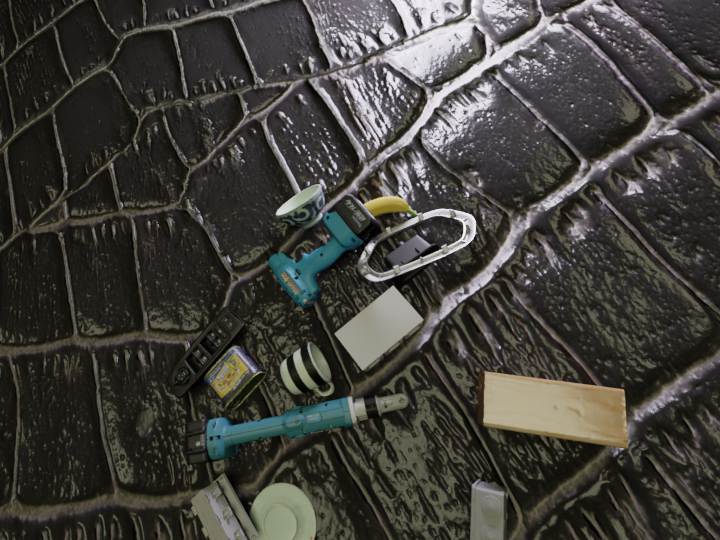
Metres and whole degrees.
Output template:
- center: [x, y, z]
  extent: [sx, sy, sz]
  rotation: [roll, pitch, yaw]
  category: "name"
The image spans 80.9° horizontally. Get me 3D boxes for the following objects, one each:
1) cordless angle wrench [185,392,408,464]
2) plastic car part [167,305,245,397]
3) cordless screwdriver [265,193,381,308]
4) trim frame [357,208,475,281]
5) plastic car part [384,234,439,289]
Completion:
- center: [-0.118, 0.288, 0.801]
  extent: [0.426, 0.094, 0.077]
  rotation: [-13, 67, 4]
  category: "cordless angle wrench"
- center: [-0.326, 0.175, 0.897]
  extent: [0.068, 0.065, 0.202]
  rotation: [38, 79, 13]
  category: "plastic car part"
- center: [-0.088, -0.058, 0.905]
  extent: [0.249, 0.071, 0.166]
  rotation: [-46, 67, 10]
  category: "cordless screwdriver"
- center: [0.106, -0.056, 0.848]
  extent: [0.251, 0.026, 0.190]
  rotation: [-22, 34, 10]
  category: "trim frame"
- center: [0.098, -0.028, 0.883]
  extent: [0.116, 0.063, 0.075]
  rotation: [-39, 55, -7]
  category: "plastic car part"
